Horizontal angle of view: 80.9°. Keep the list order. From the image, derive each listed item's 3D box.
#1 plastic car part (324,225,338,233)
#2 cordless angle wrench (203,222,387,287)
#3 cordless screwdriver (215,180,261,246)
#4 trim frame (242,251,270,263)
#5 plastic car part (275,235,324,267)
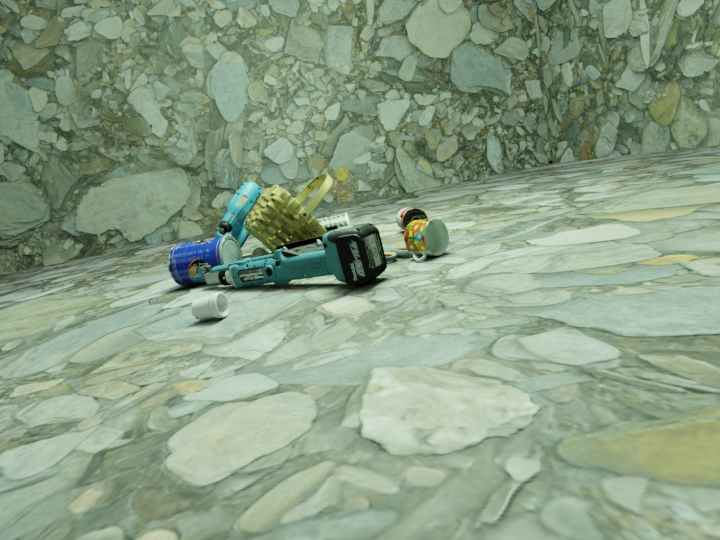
[{"bbox_3d":[-0.110,-0.072,1.124,0.122,0.064,0.070,-5,26,43],"label":"plastic car part"},{"bbox_3d":[-0.158,-0.006,0.811,0.440,0.097,0.072,-8,10,34],"label":"cordless angle wrench"},{"bbox_3d":[-0.337,-0.112,1.115,0.250,0.073,0.160,-45,17,57],"label":"cordless screwdriver"},{"bbox_3d":[-0.354,-0.027,1.194,0.189,0.027,0.245,-6,11,16],"label":"trim frame"},{"bbox_3d":[-0.083,-0.041,0.938,0.197,0.065,0.070,-17,22,-26],"label":"plastic car part"}]
